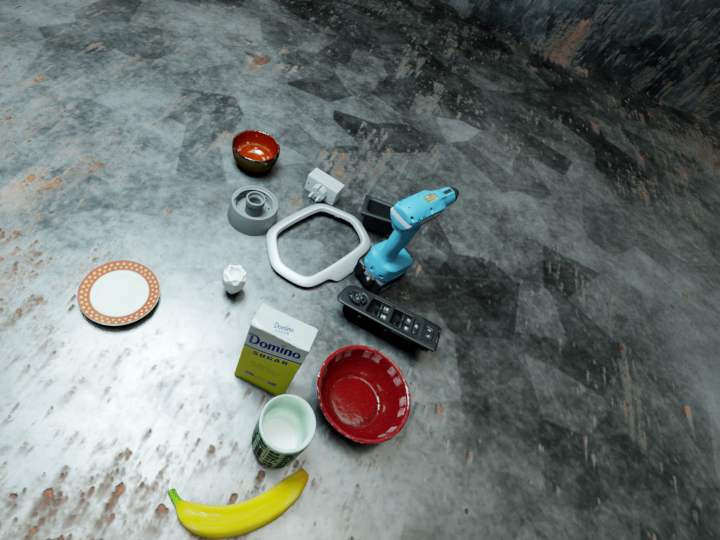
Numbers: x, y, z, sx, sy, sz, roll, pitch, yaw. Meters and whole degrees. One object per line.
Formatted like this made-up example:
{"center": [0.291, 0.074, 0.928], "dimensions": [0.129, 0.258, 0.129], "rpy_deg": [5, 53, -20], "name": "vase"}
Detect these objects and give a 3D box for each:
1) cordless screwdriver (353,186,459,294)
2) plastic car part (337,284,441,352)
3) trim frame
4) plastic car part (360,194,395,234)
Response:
{"center": [0.090, -0.062, 0.830], "dimensions": [0.155, 0.247, 0.077], "rpy_deg": [-27, 69, -35], "name": "cordless screwdriver"}
{"center": [0.048, 0.094, 0.811], "dimensions": [0.205, 0.066, 0.066], "rpy_deg": [29, 49, 5], "name": "plastic car part"}
{"center": [-0.089, -0.058, 0.912], "dimensions": [0.190, 0.027, 0.243], "rpy_deg": [43, 53, 17], "name": "trim frame"}
{"center": [0.051, -0.115, 0.975], "dimensions": [0.116, 0.070, 0.067], "rpy_deg": [22, 50, -3], "name": "plastic car part"}
